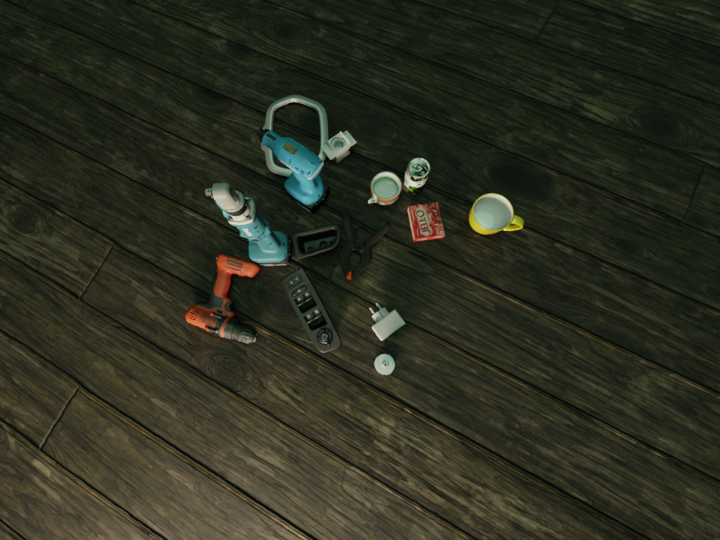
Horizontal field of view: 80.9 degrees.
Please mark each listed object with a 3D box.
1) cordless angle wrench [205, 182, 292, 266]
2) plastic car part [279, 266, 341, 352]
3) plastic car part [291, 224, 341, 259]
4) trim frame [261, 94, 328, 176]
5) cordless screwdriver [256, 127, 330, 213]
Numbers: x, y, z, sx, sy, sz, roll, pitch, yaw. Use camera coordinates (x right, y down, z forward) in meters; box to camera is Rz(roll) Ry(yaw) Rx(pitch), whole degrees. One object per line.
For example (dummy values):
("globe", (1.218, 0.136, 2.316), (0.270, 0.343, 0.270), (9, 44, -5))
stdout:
("cordless angle wrench", (-0.217, -0.087, 0.861), (0.098, 0.415, 0.075), (-2, 78, 0))
("plastic car part", (-0.113, 0.097, 0.983), (0.066, 0.065, 0.208), (-30, 75, -4))
("plastic car part", (-0.100, -0.065, 1.022), (0.117, 0.069, 0.067), (-14, 77, 1))
("trim frame", (-0.177, -0.361, 1.129), (0.185, 0.027, 0.253), (-5, 75, 4))
("cordless screwdriver", (-0.152, -0.231, 0.980), (0.163, 0.244, 0.074), (36, 81, 9))
